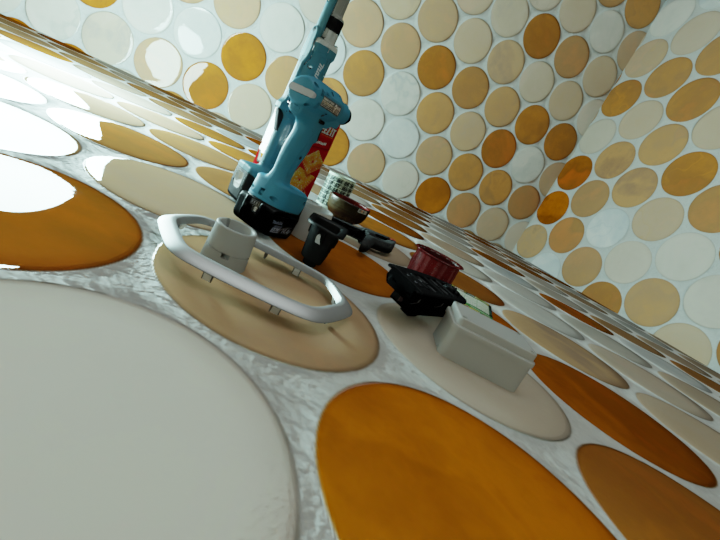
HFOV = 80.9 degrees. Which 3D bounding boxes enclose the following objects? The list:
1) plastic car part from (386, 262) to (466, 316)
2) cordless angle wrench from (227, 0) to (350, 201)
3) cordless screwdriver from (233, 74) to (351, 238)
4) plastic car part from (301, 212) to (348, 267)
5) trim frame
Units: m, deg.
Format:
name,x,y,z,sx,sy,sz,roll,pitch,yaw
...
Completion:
name,x,y,z,sx,sy,sz,roll,pitch,yaw
plastic car part,0.101,0.041,0.639,0.070,0.067,0.193,36,17,34
cordless angle wrench,-0.117,-0.308,0.772,0.093,0.421,0.079,14,19,-44
cordless screwdriver,-0.099,-0.176,0.690,0.077,0.248,0.153,33,15,19
plastic car part,-0.062,-0.041,0.635,0.066,0.071,0.117,26,14,-4
trim frame,-0.120,-0.004,0.494,0.246,0.027,0.187,24,14,-7
